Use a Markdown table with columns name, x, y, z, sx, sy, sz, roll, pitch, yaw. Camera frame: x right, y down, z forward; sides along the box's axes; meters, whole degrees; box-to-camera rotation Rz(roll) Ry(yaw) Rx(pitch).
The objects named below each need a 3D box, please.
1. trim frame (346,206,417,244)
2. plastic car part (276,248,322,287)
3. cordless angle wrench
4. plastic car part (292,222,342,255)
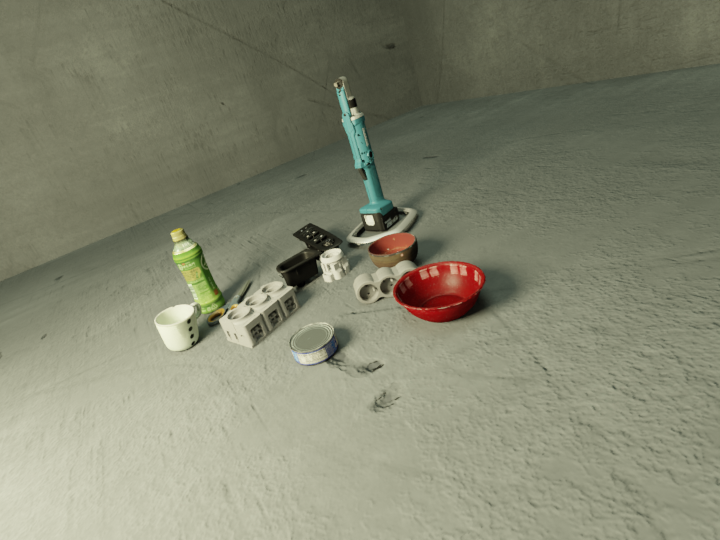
| name | x | y | z | sx | sy | sz | roll | pitch | yaw |
| --- | --- | --- | --- | --- | --- | --- | --- | --- | --- |
| trim frame | 0.059 | -0.130 | 1.200 | 0.192 | 0.027 | 0.246 | -3 | 29 | 30 |
| plastic car part | -0.148 | 0.002 | 1.028 | 0.114 | 0.069 | 0.069 | -35 | 28 | -32 |
| cordless angle wrench | 0.007 | -0.310 | 1.150 | 0.078 | 0.410 | 0.096 | 4 | 30 | 43 |
| plastic car part | -0.114 | -0.074 | 1.164 | 0.065 | 0.065 | 0.213 | -28 | 26 | -22 |
